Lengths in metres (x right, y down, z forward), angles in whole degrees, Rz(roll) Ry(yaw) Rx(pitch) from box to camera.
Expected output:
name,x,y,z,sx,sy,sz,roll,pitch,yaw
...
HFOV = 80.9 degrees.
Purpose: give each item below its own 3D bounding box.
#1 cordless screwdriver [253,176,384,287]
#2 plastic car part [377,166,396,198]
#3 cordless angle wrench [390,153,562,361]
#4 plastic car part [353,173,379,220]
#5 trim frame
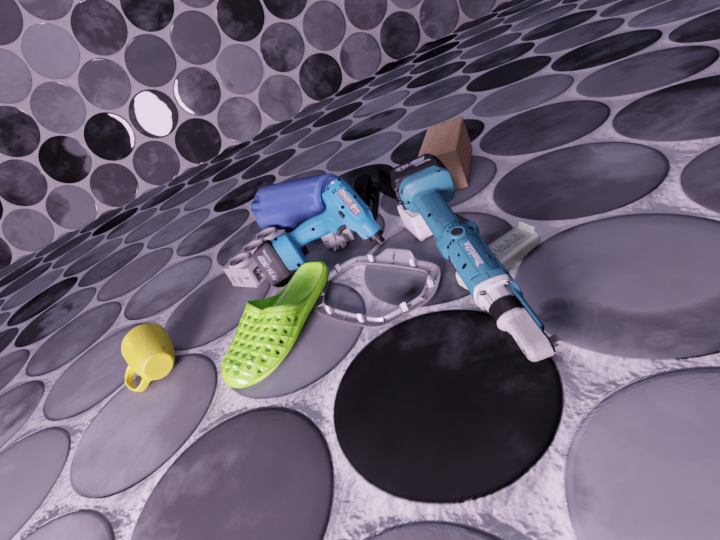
name,x,y,z,sx,sy,sz,roll,pitch,yaw
cordless screwdriver,-0.084,-0.055,0.861,0.249,0.160,0.074,-39,-3,1
plastic car part,0.097,-0.215,1.020,0.069,0.064,0.123,-19,30,-17
cordless angle wrench,0.150,-0.041,0.631,0.098,0.071,0.442,-24,41,4
plastic car part,0.004,-0.180,1.036,0.068,0.064,0.206,-23,26,23
trim frame,0.019,0.023,0.737,0.261,0.026,0.182,6,43,47
